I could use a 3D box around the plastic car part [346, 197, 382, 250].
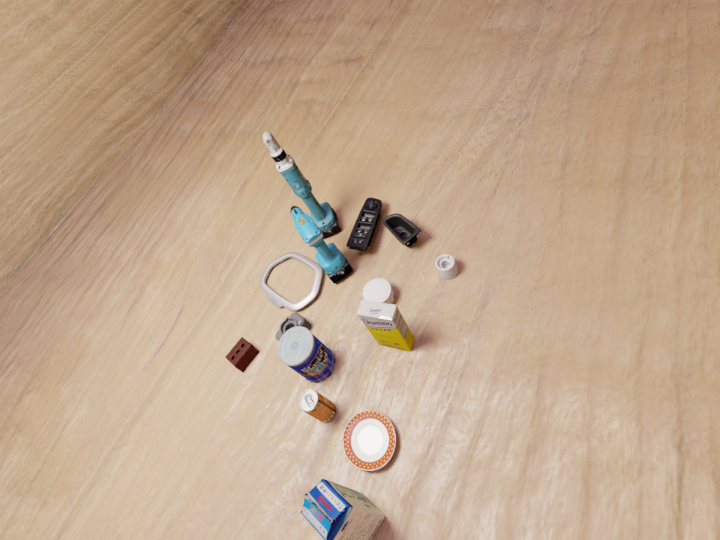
[{"bbox_3d":[0.023,-0.138,1.309,0.069,0.063,0.205,2,60,28],"label":"plastic car part"}]

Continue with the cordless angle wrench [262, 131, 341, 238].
[{"bbox_3d":[-0.177,-0.250,1.268,0.075,0.400,0.102,-23,51,10],"label":"cordless angle wrench"}]

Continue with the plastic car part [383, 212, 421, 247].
[{"bbox_3d":[0.124,-0.112,1.235,0.066,0.067,0.123,-39,49,-2],"label":"plastic car part"}]

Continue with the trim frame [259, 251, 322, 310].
[{"bbox_3d":[-0.224,0.032,1.347,0.263,0.026,0.184,27,74,38],"label":"trim frame"}]

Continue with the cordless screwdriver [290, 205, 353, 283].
[{"bbox_3d":[-0.120,-0.079,1.230,0.074,0.235,0.168,-36,50,0],"label":"cordless screwdriver"}]
